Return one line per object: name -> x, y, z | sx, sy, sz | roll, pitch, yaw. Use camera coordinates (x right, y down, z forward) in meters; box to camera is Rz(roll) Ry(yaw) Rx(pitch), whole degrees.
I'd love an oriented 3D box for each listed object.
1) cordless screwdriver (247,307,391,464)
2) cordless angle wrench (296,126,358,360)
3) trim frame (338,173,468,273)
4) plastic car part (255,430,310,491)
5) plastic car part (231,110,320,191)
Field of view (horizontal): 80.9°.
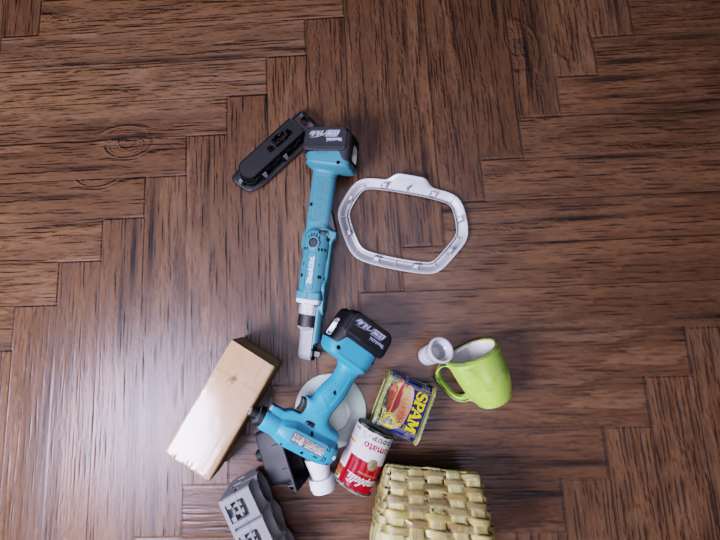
cordless screwdriver -> -0.066, 0.179, 0.709 | 0.156, 0.076, 0.249 | 31, 79, -11
cordless angle wrench -> -0.076, -0.050, 0.781 | 0.101, 0.072, 0.425 | 5, 85, 17
trim frame -> 0.080, -0.092, 0.806 | 0.251, 0.027, 0.185 | 11, 80, 6
plastic car part -> -0.145, 0.320, 0.735 | 0.072, 0.064, 0.119 | -27, 78, 11
plastic car part -> -0.166, -0.233, 0.824 | 0.203, 0.067, 0.066 | -44, 92, -2
